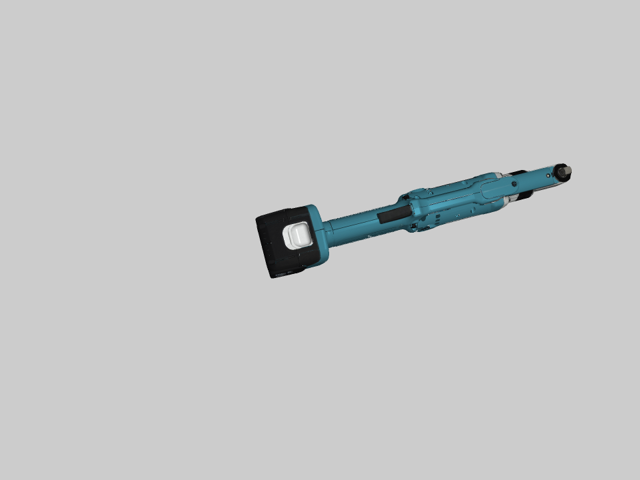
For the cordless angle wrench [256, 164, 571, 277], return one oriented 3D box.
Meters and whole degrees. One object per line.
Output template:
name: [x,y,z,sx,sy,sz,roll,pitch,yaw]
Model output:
cordless angle wrench: [0.131,-0.039,0.557,0.423,0.074,0.098,-14,-6,-7]
